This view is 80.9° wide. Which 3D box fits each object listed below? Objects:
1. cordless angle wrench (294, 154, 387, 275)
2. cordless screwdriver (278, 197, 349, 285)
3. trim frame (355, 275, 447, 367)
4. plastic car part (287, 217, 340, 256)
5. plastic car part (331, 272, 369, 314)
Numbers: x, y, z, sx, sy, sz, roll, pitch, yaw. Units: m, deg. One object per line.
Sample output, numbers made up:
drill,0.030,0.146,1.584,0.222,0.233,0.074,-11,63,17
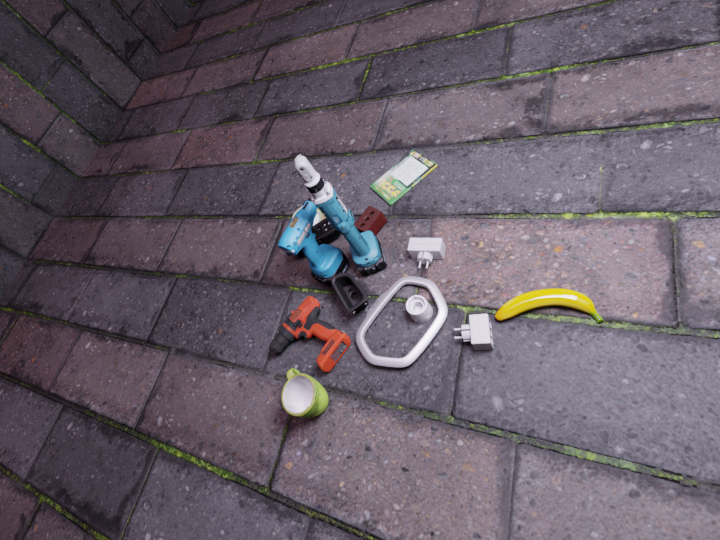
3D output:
cordless angle wrench,-0.045,-0.123,1.000,0.075,0.400,0.102,-22,54,14
cordless screwdriver,-0.108,-0.071,1.110,0.078,0.235,0.159,16,69,33
trim frame,0.096,0.120,1.016,0.195,0.026,0.248,31,79,38
plastic car part,-0.127,-0.099,1.248,0.205,0.063,0.069,-27,52,12
plastic car part,-0.021,0.062,1.089,0.066,0.067,0.123,-37,51,3
